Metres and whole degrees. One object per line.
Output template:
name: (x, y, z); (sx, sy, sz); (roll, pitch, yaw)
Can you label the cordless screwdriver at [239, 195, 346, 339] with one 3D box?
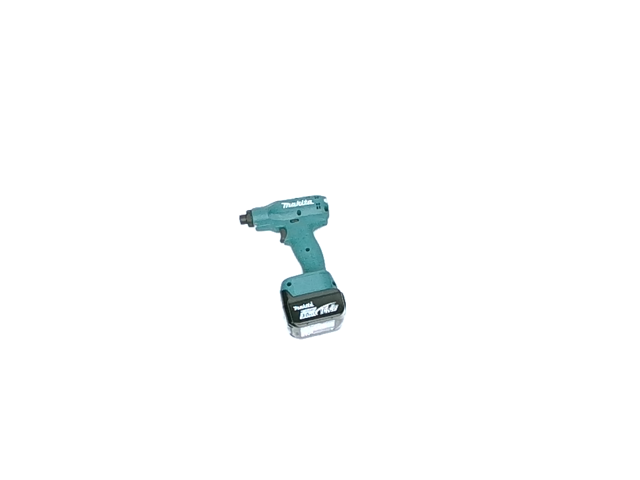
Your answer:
cordless screwdriver: (-0.048, 0.036, 0.712); (0.159, 0.248, 0.074); (-9, -30, -4)
